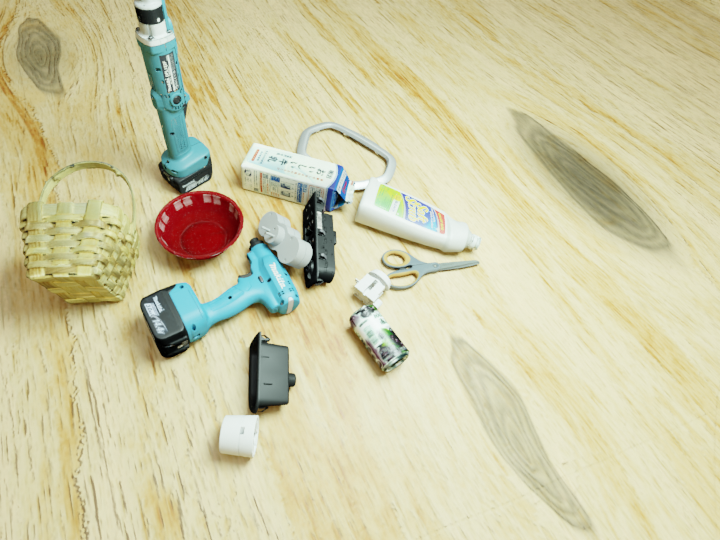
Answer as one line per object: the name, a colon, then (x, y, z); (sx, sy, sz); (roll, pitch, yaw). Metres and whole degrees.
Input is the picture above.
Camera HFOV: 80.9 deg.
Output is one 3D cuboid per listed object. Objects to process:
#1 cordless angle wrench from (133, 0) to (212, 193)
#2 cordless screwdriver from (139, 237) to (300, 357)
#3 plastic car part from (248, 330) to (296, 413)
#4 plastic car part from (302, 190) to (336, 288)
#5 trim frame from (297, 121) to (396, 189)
cordless angle wrench: (-0.337, -0.312, 0.744); (0.077, 0.415, 0.096); (41, 59, 15)
cordless screwdriver: (-0.244, 0.035, 0.726); (0.242, 0.073, 0.166); (-21, 60, -24)
plastic car part: (-0.137, 0.163, 0.660); (0.068, 0.066, 0.120); (5, 57, -23)
plastic car part: (-0.080, -0.052, 0.815); (0.064, 0.067, 0.209); (20, 49, -27)
trim frame: (-0.034, -0.271, 0.989); (0.257, 0.027, 0.182); (33, 59, 18)
